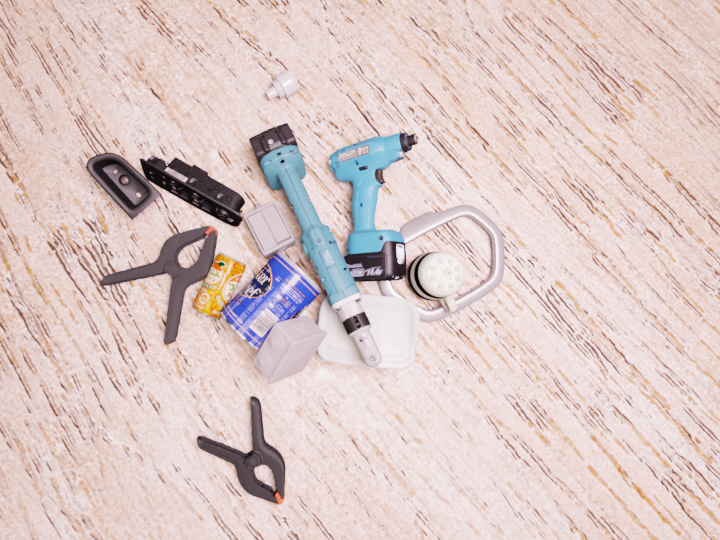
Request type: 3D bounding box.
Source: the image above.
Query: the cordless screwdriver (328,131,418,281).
[{"bbox_3d":[0.034,-0.106,0.718,0.165,0.071,0.251,-11,81,31],"label":"cordless screwdriver"}]

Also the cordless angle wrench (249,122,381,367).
[{"bbox_3d":[-0.067,-0.044,0.690,0.074,0.096,0.434,-24,74,-6],"label":"cordless angle wrench"}]

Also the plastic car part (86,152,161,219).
[{"bbox_3d":[-0.413,-0.154,0.741,0.066,0.073,0.114,-43,104,-9],"label":"plastic car part"}]

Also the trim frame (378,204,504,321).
[{"bbox_3d":[0.148,-0.017,0.766,0.247,0.027,0.186,-29,85,-4],"label":"trim frame"}]

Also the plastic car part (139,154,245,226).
[{"bbox_3d":[-0.289,-0.146,0.754,0.204,0.066,0.067,33,56,3],"label":"plastic car part"}]
